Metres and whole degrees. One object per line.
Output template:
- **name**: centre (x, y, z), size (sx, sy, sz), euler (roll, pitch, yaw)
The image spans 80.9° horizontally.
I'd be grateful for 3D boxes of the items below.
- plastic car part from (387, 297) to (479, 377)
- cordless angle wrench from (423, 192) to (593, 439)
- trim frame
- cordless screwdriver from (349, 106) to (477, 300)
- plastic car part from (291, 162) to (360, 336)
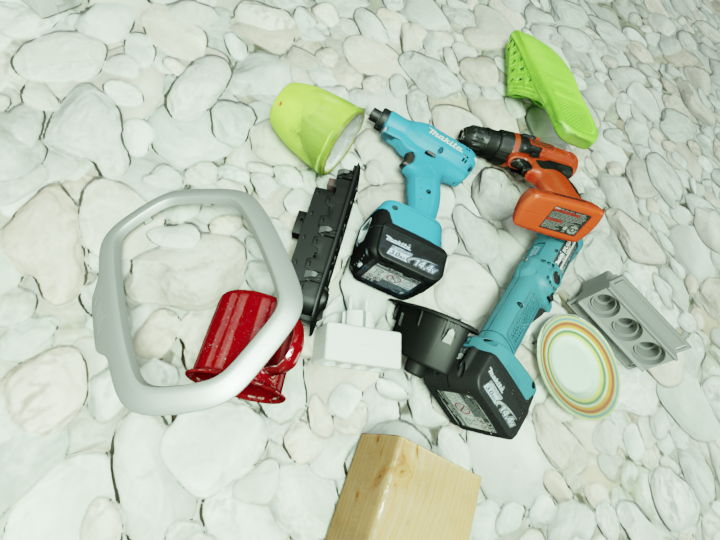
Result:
- **plastic car part**: centre (0.066, 0.076, 0.452), size (0.064, 0.119, 0.071), euler (25, 87, -14)
- **cordless angle wrench**: centre (0.228, 0.015, 0.548), size (0.418, 0.077, 0.095), euler (-47, 109, -33)
- **trim frame**: centre (-0.157, 0.008, 0.386), size (0.182, 0.026, 0.261), euler (-25, 55, -11)
- **cordless screwdriver**: centre (0.051, -0.099, 0.535), size (0.157, 0.075, 0.251), euler (28, 58, -8)
- **plastic car part**: centre (-0.047, -0.030, 0.477), size (0.066, 0.066, 0.206), euler (13, 65, -6)
